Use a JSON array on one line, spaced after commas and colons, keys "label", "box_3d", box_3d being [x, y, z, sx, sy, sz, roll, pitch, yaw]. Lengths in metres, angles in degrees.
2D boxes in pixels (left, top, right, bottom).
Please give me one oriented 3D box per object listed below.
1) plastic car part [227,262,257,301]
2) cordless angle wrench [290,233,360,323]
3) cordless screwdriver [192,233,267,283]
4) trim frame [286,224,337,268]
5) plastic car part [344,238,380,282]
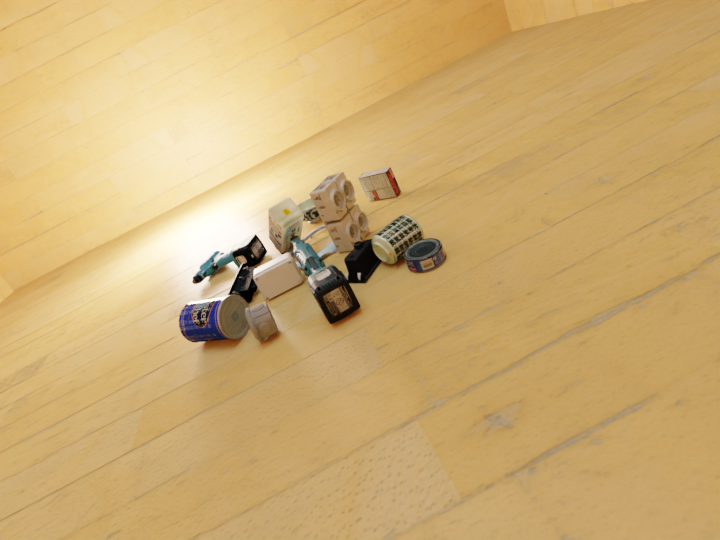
[{"label": "plastic car part", "box_3d": [-0.318, 0.038, 1.169, 0.067, 0.064, 0.209, -16, 27, 1]}, {"label": "cordless angle wrench", "box_3d": [-0.115, -0.011, 1.028, 0.074, 0.094, 0.442, -30, 27, -8]}, {"label": "cordless screwdriver", "box_3d": [-0.436, -0.029, 1.385, 0.257, 0.072, 0.159, -15, 29, 31]}, {"label": "trim frame", "box_3d": [-0.121, -0.079, 1.235, 0.193, 0.026, 0.245, 5, 39, 48]}, {"label": "plastic car part", "box_3d": [0.002, -0.031, 0.992, 0.069, 0.068, 0.116, -2, 38, 39]}]
